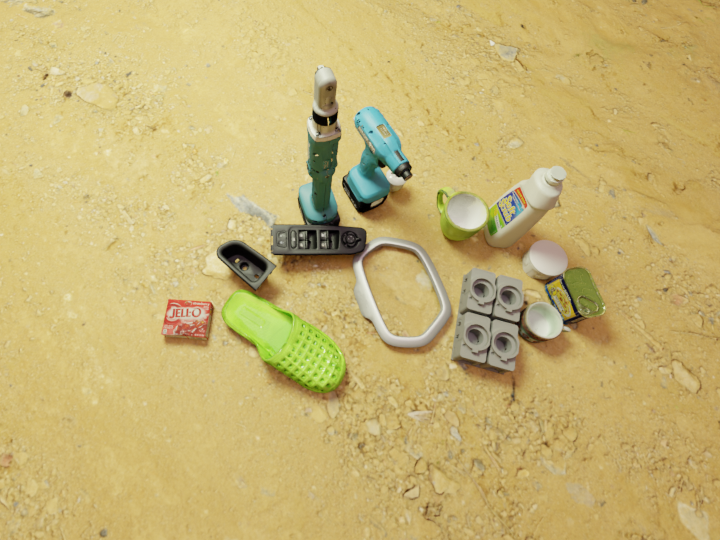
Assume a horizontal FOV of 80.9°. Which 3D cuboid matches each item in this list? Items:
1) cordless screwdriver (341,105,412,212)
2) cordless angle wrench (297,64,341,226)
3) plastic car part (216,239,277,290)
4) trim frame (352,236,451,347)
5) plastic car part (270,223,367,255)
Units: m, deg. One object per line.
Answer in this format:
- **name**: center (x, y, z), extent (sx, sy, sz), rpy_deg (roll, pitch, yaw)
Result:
- **cordless screwdriver**: center (0.033, -0.197, 0.863), extent (0.073, 0.245, 0.164), rpy_deg (-26, 74, -15)
- **cordless angle wrench**: center (-0.071, -0.194, 0.766), extent (0.073, 0.417, 0.101), rpy_deg (-16, 73, -13)
- **plastic car part**: center (-0.236, -0.010, 0.871), extent (0.119, 0.070, 0.066), rpy_deg (36, 70, 11)
- **trim frame**: center (0.080, 0.039, 0.884), extent (0.182, 0.027, 0.256), rpy_deg (-18, 69, -9)
- **plastic car part**: center (-0.088, -0.057, 0.897), extent (0.202, 0.066, 0.068), rpy_deg (-2, 69, -3)
